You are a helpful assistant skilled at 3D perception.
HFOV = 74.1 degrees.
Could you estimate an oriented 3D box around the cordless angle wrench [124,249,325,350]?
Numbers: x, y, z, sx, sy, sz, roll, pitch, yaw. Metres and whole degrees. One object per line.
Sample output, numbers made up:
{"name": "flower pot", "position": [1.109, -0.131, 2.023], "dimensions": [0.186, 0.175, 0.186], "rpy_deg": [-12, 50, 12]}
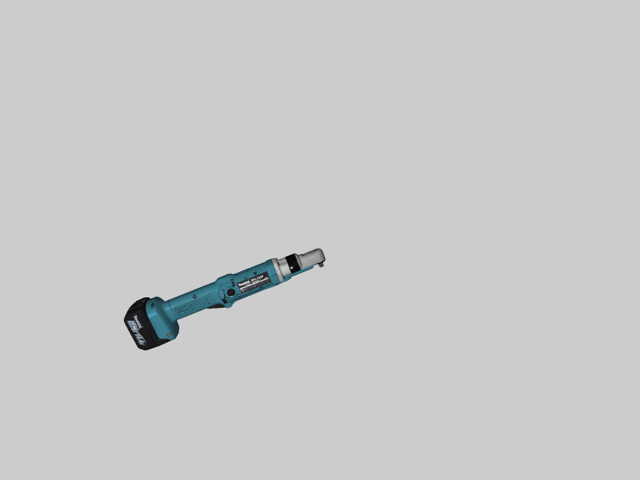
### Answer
{"name": "cordless angle wrench", "position": [-0.190, 0.105, 0.898], "dimensions": [0.423, 0.098, 0.074], "rpy_deg": [-22, 16, -5]}
